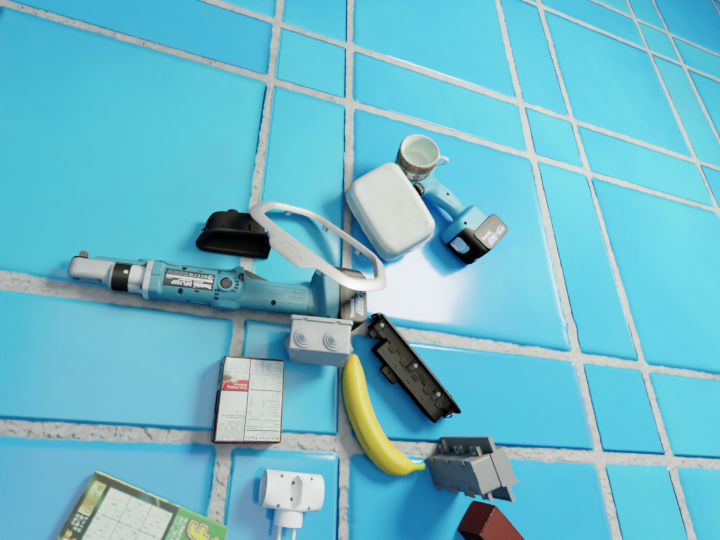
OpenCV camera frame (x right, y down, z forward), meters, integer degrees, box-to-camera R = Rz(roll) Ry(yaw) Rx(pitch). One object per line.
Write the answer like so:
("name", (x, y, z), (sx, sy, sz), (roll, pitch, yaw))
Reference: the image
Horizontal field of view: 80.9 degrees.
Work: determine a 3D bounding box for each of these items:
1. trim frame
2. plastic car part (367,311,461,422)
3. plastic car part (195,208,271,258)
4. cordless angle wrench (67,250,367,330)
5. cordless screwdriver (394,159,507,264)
("trim frame", (-0.065, -0.042, 0.660), (0.258, 0.027, 0.178), (37, 24, 18))
("plastic car part", (0.077, 0.160, 0.670), (0.066, 0.066, 0.205), (-42, 86, -22))
("plastic car part", (-0.200, -0.067, 0.679), (0.114, 0.065, 0.073), (8, 49, -15))
("cordless angle wrench", (-0.200, 0.026, 0.626), (0.412, 0.074, 0.100), (8, 64, -15))
("cordless screwdriver", (0.152, -0.122, 0.828), (0.156, 0.074, 0.254), (-34, 77, -30))
